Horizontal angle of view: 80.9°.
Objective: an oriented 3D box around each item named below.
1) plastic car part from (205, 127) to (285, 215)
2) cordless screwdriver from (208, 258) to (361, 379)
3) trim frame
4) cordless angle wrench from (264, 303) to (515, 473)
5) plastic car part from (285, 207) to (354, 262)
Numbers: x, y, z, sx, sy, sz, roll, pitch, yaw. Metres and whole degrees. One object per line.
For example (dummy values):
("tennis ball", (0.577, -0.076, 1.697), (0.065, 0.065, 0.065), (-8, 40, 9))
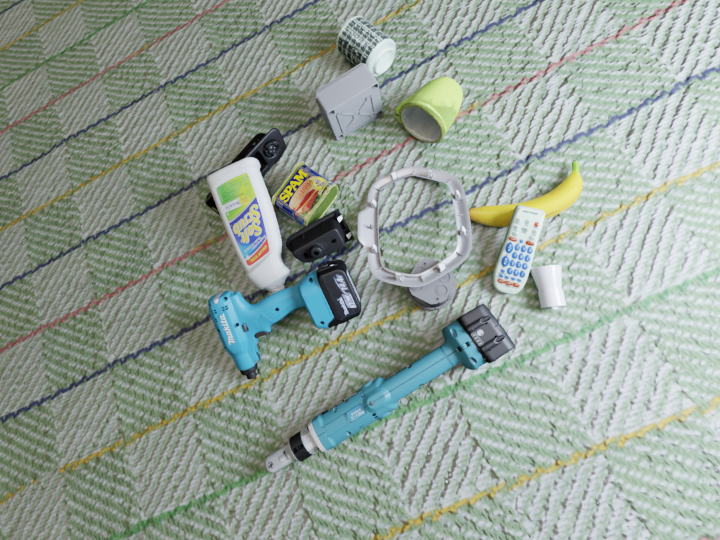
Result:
("plastic car part", (-0.231, -0.202, 0.848), (0.203, 0.062, 0.071), (-46, 45, -1))
("cordless screwdriver", (-0.120, 0.084, 0.717), (0.251, 0.075, 0.157), (-18, 101, 6))
("trim frame", (0.087, -0.084, 0.714), (0.189, 0.026, 0.255), (-8, 59, 17))
("cordless angle wrench", (0.027, 0.196, 0.649), (0.425, 0.095, 0.076), (-34, 75, 6))
("plastic car part", (-0.073, -0.047, 0.742), (0.117, 0.073, 0.064), (-28, 113, 4))
